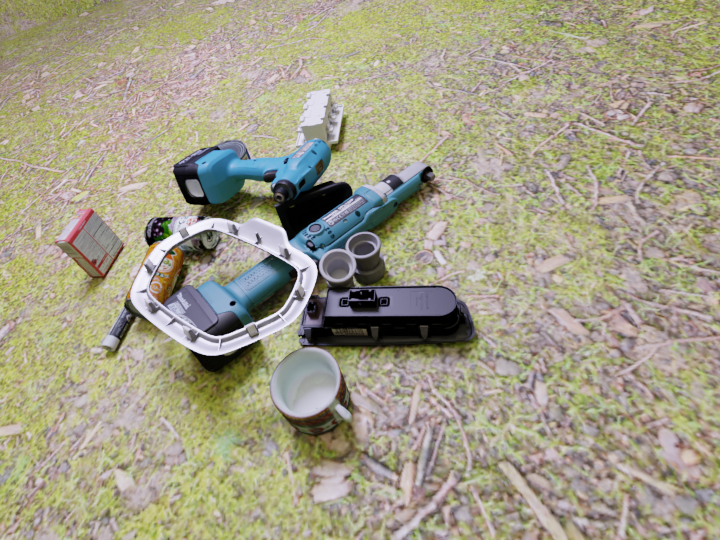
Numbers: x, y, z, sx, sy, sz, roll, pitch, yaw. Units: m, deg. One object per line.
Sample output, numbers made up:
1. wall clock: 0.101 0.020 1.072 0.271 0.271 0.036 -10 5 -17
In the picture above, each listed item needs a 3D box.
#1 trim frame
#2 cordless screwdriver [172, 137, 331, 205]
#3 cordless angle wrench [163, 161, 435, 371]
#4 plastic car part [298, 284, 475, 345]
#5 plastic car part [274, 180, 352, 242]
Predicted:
1. trim frame: -0.169 0.003 0.509 0.262 0.026 0.182 22 54 33
2. cordless screwdriver: -0.180 -0.144 0.659 0.258 0.071 0.160 0 36 23
3. cordless angle wrench: -0.056 -0.037 0.578 0.418 0.071 0.104 -38 51 -19
4. plastic car part: 0.025 0.045 0.489 0.207 0.064 0.067 0 43 13
5. plastic car part: -0.075 -0.102 0.648 0.115 0.063 0.075 -25 34 -11
